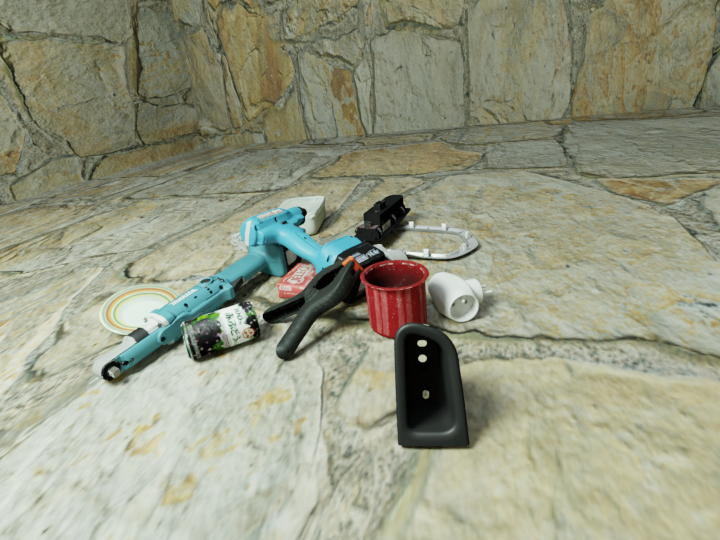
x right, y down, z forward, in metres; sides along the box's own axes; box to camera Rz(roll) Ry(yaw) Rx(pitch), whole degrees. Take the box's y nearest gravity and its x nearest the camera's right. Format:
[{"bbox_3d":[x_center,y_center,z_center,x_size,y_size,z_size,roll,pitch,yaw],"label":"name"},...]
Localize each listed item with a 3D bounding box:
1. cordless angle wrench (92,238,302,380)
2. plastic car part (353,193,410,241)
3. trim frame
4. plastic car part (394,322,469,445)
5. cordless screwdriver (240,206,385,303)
[{"bbox_3d":[-0.252,0.041,0.713,0.102,0.072,0.416,7,31,28],"label":"cordless angle wrench"},{"bbox_3d":[0.050,-0.124,0.935,0.069,0.065,0.199,-2,21,31],"label":"plastic car part"},{"bbox_3d":[0.113,-0.064,0.872,0.261,0.027,0.181,9,30,31],"label":"trim frame"},{"bbox_3d":[0.066,0.106,0.428,0.067,0.117,0.070,-5,-2,6],"label":"plastic car part"},{"bbox_3d":[-0.073,-0.048,0.747,0.261,0.073,0.155,27,34,26],"label":"cordless screwdriver"}]
